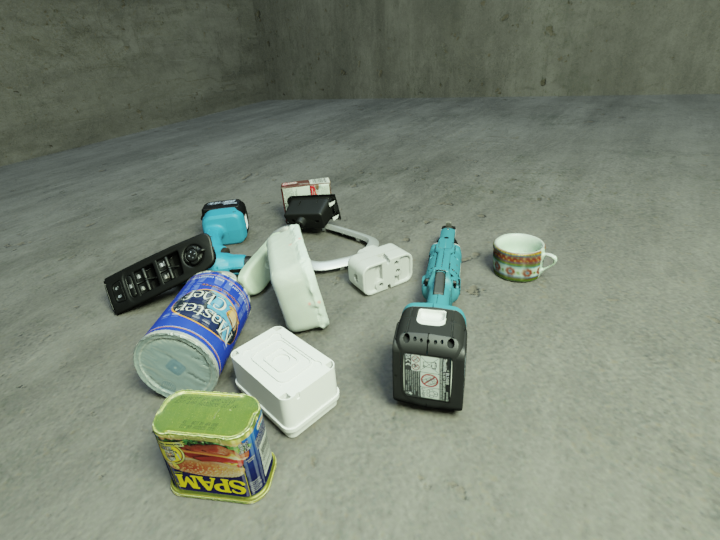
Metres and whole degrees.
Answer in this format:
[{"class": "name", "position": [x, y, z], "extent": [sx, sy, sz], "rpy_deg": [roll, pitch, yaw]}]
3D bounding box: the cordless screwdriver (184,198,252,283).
[{"class": "cordless screwdriver", "position": [-0.267, -0.061, 0.846], "extent": [0.160, 0.072, 0.256], "rpy_deg": [-5, 33, 1]}]

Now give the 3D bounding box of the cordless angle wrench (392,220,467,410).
[{"class": "cordless angle wrench", "position": [0.117, 0.020, 0.615], "extent": [0.076, 0.095, 0.422], "rpy_deg": [3, 26, 14]}]

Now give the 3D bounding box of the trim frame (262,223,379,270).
[{"class": "trim frame", "position": [-0.082, -0.054, 0.840], "extent": [0.262, 0.027, 0.180], "rpy_deg": [17, 38, 39]}]

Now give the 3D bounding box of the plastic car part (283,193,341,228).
[{"class": "plastic car part", "position": [-0.109, -0.117, 0.888], "extent": [0.120, 0.063, 0.072], "rpy_deg": [1, 43, 20]}]

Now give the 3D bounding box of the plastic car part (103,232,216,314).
[{"class": "plastic car part", "position": [-0.321, 0.006, 0.704], "extent": [0.205, 0.068, 0.064], "rpy_deg": [-26, -16, 12]}]
